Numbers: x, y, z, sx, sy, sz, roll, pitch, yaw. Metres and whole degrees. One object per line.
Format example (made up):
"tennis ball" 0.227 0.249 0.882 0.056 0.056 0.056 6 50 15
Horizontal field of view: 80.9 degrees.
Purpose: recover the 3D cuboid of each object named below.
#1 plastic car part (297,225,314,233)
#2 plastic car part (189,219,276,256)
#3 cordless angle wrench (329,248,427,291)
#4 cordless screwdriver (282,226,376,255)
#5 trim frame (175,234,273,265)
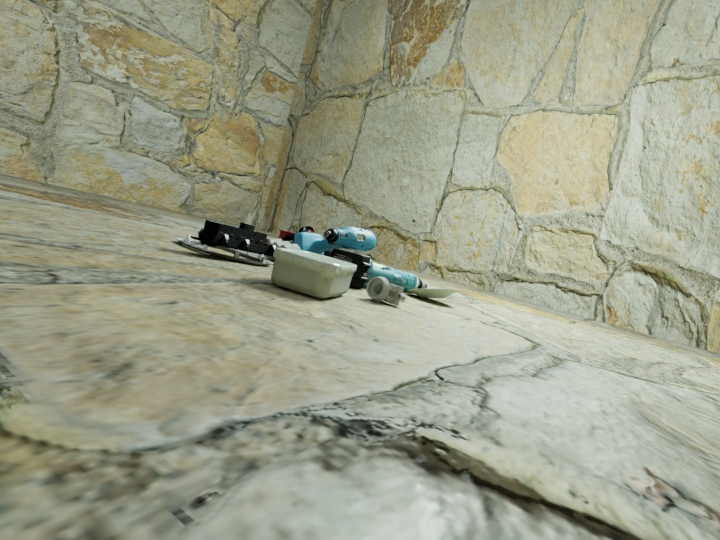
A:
"plastic car part" -0.196 -0.086 1.416 0.068 0.114 0.070 15 26 11
"plastic car part" -0.255 -0.068 0.882 0.070 0.067 0.193 25 12 35
"cordless angle wrench" 0.074 0.018 1.094 0.103 0.074 0.401 14 1 37
"cordless screwdriver" -0.103 -0.068 1.058 0.260 0.075 0.151 -6 -8 41
"trim frame" -0.310 -0.048 0.968 0.262 0.027 0.174 15 2 39
